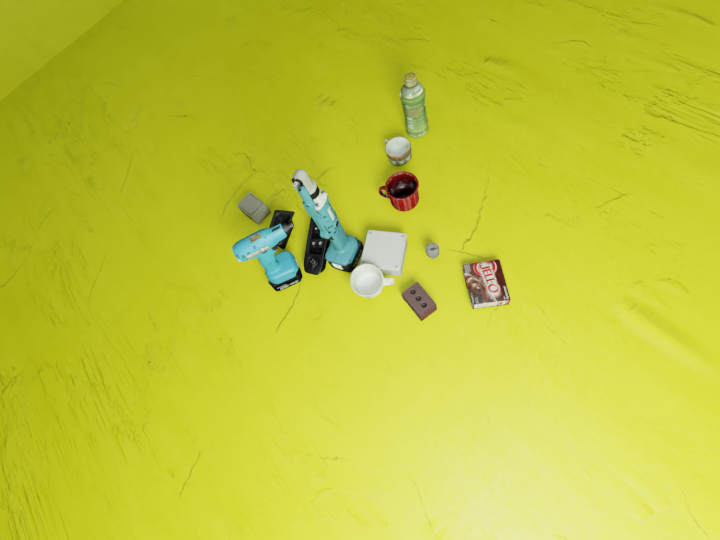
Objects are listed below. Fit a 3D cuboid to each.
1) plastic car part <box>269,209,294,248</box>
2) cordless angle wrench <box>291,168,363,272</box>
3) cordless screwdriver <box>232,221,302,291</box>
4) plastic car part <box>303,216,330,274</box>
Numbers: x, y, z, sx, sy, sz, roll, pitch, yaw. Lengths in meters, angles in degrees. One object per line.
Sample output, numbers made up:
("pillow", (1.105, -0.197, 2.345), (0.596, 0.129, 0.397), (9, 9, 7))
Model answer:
("plastic car part", (-0.233, -0.115, 1.265), (0.068, 0.068, 0.118), (6, 68, 18))
("cordless angle wrench", (-0.080, -0.117, 1.023), (0.077, 0.404, 0.098), (17, 72, 20))
("cordless screwdriver", (-0.217, -0.039, 1.127), (0.160, 0.238, 0.077), (-26, 63, 2))
("plastic car part", (-0.119, -0.078, 1.213), (0.068, 0.064, 0.206), (2, 66, 16))
